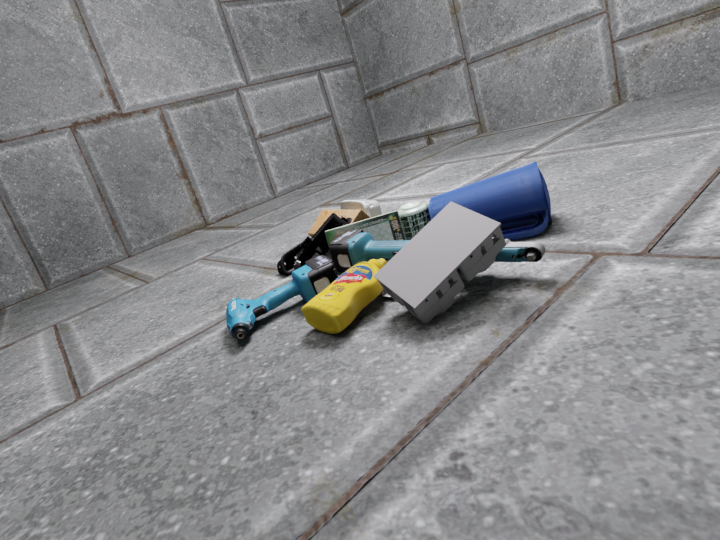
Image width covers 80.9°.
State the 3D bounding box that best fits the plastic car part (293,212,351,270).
[{"bbox_3d":[-0.103,-0.067,1.050,0.204,0.066,0.067,-45,9,10],"label":"plastic car part"}]

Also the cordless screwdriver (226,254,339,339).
[{"bbox_3d":[-0.158,0.060,0.869,0.247,0.072,0.165,-25,19,-8],"label":"cordless screwdriver"}]

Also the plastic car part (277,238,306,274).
[{"bbox_3d":[-0.191,-0.029,1.181,0.114,0.065,0.073,-34,7,-33],"label":"plastic car part"}]

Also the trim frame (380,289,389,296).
[{"bbox_3d":[0.128,-0.007,0.855,0.193,0.027,0.243,1,28,47],"label":"trim frame"}]

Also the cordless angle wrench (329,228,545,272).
[{"bbox_3d":[0.124,-0.037,0.814,0.444,0.072,0.096,2,27,42],"label":"cordless angle wrench"}]
